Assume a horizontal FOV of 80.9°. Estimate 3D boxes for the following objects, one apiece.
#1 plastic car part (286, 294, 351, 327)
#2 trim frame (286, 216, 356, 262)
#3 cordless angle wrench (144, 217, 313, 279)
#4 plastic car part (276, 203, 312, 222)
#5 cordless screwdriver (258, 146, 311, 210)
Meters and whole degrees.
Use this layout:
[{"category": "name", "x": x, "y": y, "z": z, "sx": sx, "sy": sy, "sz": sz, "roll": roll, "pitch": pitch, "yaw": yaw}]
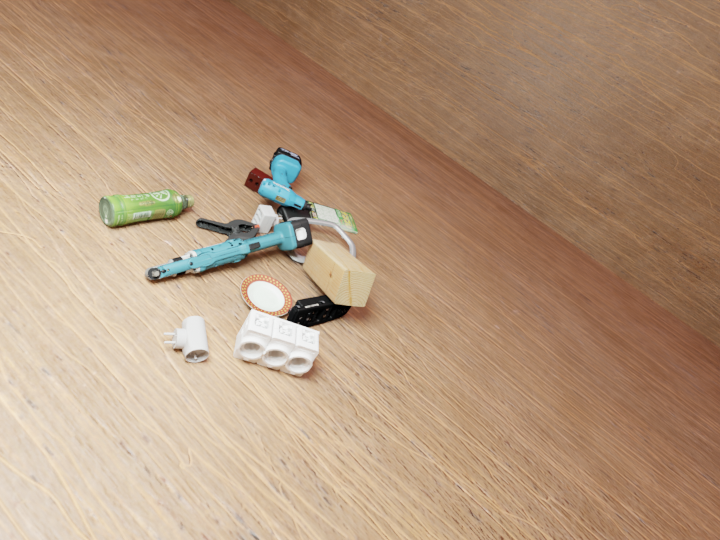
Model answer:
[{"category": "plastic car part", "x": -0.101, "y": 0.093, "z": 1.016, "sx": 0.193, "sy": 0.065, "sz": 0.071, "roll": -4, "pitch": 32, "yaw": -44}, {"category": "trim frame", "x": -0.121, "y": -0.079, "z": 1.234, "sx": 0.237, "sy": 0.027, "sz": 0.192, "roll": 4, "pitch": 51, "yaw": -31}, {"category": "cordless angle wrench", "x": -0.300, "y": -0.047, "z": 1.004, "sx": 0.408, "sy": 0.103, "sz": 0.073, "roll": -22, "pitch": 103, "yaw": -41}, {"category": "plastic car part", "x": -0.197, "y": -0.161, "z": 1.291, "sx": 0.111, "sy": 0.067, "sz": 0.073, "roll": -10, "pitch": 66, "yaw": -42}, {"category": "cordless screwdriver", "x": -0.222, "y": -0.279, "z": 1.313, "sx": 0.155, "sy": 0.074, "sz": 0.256, "roll": 22, "pitch": 35, "yaw": -17}]
